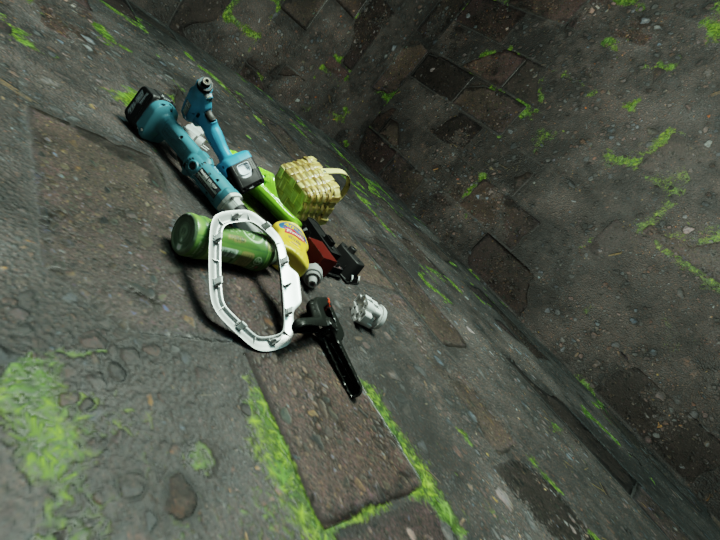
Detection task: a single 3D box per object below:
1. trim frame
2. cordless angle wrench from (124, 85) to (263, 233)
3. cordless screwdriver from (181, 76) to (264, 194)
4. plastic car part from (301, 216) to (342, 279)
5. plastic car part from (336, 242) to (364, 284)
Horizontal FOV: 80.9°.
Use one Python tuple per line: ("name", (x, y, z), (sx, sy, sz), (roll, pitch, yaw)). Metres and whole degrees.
("trim frame", (-0.163, 0.006, 0.670), (0.174, 0.028, 0.258), (29, 39, -47))
("cordless angle wrench", (-0.340, -0.216, 0.891), (0.434, 0.098, 0.072), (48, 15, 13))
("cordless screwdriver", (-0.301, -0.285, 0.920), (0.073, 0.164, 0.246), (-33, 98, -30))
("plastic car part", (-0.105, -0.068, 1.069), (0.063, 0.067, 0.214), (11, 30, -46))
("plastic car part", (-0.035, -0.028, 1.091), (0.122, 0.071, 0.063), (52, 19, 25))
